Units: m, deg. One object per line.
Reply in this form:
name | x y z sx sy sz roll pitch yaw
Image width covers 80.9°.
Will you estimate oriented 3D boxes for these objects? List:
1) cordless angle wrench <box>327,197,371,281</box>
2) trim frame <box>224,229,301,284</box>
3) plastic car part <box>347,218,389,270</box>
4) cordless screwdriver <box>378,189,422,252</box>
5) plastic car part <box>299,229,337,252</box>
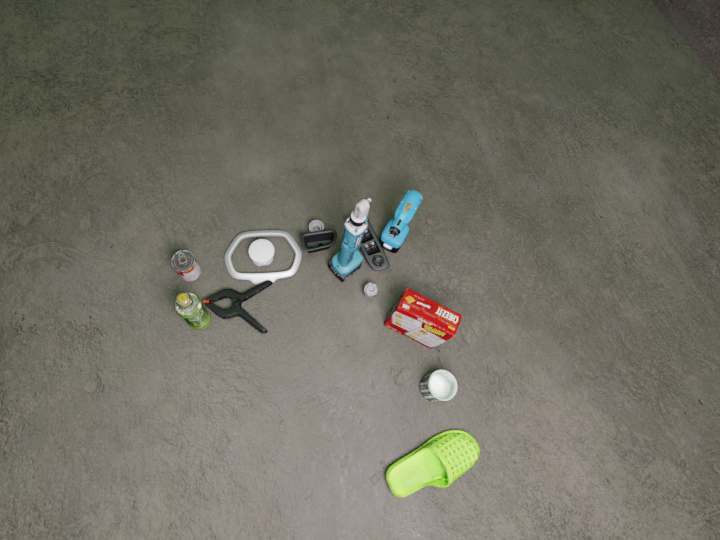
cordless angle wrench | -0.024 -0.083 1.183 0.097 0.417 0.076 -38 79 -19
trim frame | -0.314 -0.046 1.364 0.247 0.027 0.189 -3 67 -4
plastic car part | 0.024 -0.083 1.376 0.065 0.066 0.210 -23 70 -14
cordless screwdriver | 0.111 -0.126 1.302 0.075 0.245 0.159 29 68 4
plastic car part | -0.134 -0.087 1.368 0.115 0.070 0.068 -10 69 -8
